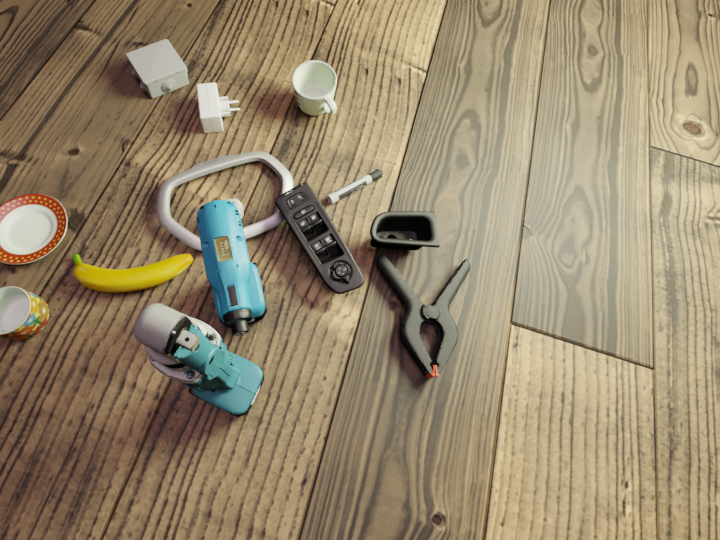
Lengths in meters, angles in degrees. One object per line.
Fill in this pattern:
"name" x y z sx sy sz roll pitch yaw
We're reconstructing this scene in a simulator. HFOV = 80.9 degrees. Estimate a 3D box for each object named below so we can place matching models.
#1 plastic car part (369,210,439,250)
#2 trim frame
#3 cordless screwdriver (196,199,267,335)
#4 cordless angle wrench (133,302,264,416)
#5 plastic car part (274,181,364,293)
"plastic car part" 0.067 -0.061 0.731 0.115 0.070 0.067 0 69 -6
"trim frame" -0.238 -0.132 0.758 0.245 0.027 0.190 -24 71 -14
"cordless screwdriver" -0.169 0.029 0.577 0.073 0.246 0.164 -12 72 -14
"cordless angle wrench" -0.164 0.102 0.454 0.098 0.418 0.075 25 68 0
"plastic car part" -0.070 -0.046 0.715 0.065 0.066 0.209 -28 73 -17
